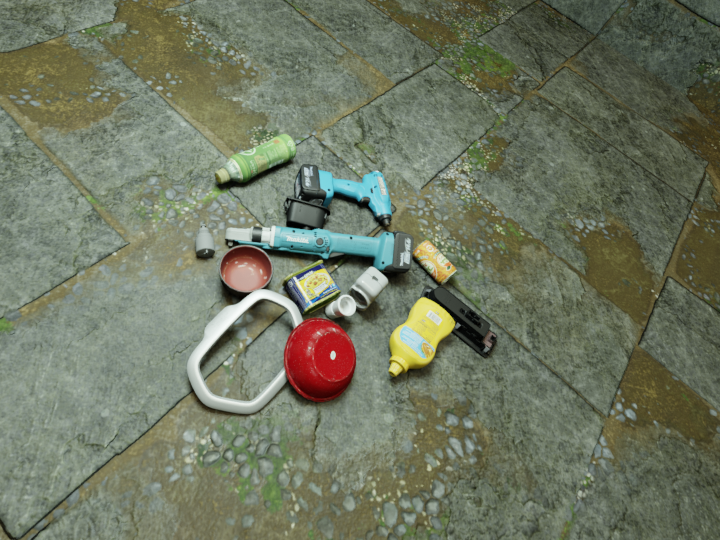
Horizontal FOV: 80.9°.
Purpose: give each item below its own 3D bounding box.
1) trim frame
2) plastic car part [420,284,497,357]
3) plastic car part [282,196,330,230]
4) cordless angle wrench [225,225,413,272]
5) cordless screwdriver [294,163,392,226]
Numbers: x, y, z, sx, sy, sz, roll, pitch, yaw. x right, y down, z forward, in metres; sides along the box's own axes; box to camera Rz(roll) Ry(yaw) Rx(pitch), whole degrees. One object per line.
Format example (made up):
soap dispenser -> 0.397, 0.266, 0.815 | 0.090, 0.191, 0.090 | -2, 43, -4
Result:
trim frame -> -0.210, 0.151, 0.807 | 0.183, 0.028, 0.247 | 43, 67, -3
plastic car part -> 0.227, 0.106, 0.965 | 0.208, 0.066, 0.066 | 38, 63, 12
plastic car part -> -0.132, -0.124, 1.013 | 0.114, 0.067, 0.071 | 16, 74, -11
cordless angle wrench -> -0.095, -0.062, 0.969 | 0.418, 0.075, 0.098 | 6, 87, -6
cordless screwdriver -> -0.039, -0.185, 1.067 | 0.241, 0.074, 0.165 | 0, 59, -21
